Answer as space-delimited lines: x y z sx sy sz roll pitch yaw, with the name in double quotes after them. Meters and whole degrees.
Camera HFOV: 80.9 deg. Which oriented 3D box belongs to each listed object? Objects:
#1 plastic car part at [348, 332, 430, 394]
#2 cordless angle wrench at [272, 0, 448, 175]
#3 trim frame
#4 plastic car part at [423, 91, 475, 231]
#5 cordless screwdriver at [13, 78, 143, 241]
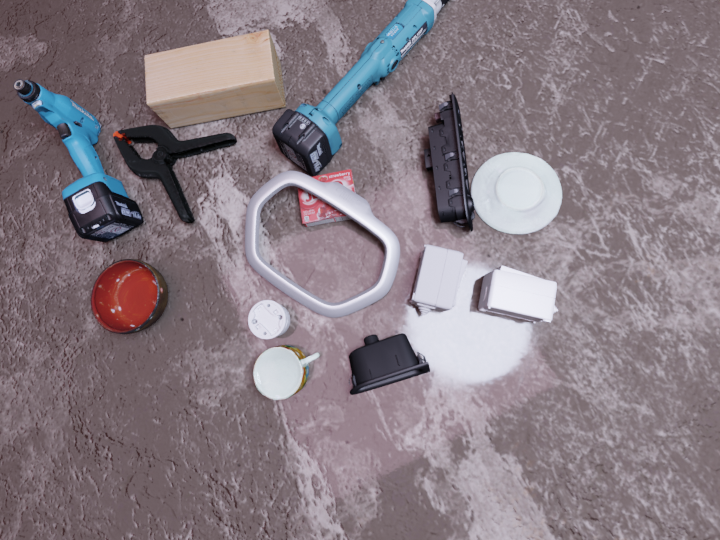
0.031 0.124 0.594 0.118 0.063 0.073 -17 64 7 "plastic car part"
0.032 -0.335 0.670 0.076 0.095 0.422 38 83 13 "cordless angle wrench"
-0.062 -0.040 0.632 0.252 0.027 0.184 33 98 7 "trim frame"
0.133 -0.156 0.631 0.068 0.064 0.206 -11 78 13 "plastic car part"
-0.447 -0.173 0.668 0.074 0.156 0.254 -27 80 -1 "cordless screwdriver"
